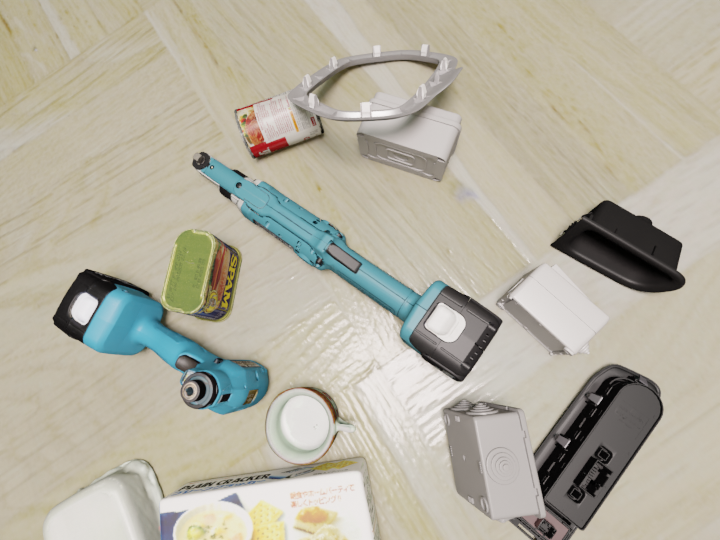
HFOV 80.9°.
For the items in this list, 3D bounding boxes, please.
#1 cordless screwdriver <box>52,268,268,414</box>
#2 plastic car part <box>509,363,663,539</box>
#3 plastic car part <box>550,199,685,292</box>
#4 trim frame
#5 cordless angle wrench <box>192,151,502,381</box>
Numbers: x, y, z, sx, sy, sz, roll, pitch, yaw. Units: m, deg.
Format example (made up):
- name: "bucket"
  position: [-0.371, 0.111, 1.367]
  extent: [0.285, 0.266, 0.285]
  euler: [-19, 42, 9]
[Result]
- name: "cordless screwdriver"
  position: [-0.227, 0.080, 0.463]
  extent: [0.256, 0.154, 0.074]
  euler: [24, 81, 15]
- name: "plastic car part"
  position: [0.224, 0.179, 0.414]
  extent: [0.069, 0.064, 0.202]
  euler: [36, 81, 20]
- name: "plastic car part"
  position: [0.289, -0.033, 0.461]
  extent: [0.119, 0.064, 0.071]
  euler: [31, 68, 11]
- name: "trim frame"
  position: [0.022, -0.231, 0.505]
  extent: [0.191, 0.026, 0.247]
  euler: [14, 43, 21]
- name: "cordless angle wrench"
  position: [-0.049, -0.032, 0.504]
  extent: [0.439, 0.094, 0.074]
  euler: [34, 83, 20]
